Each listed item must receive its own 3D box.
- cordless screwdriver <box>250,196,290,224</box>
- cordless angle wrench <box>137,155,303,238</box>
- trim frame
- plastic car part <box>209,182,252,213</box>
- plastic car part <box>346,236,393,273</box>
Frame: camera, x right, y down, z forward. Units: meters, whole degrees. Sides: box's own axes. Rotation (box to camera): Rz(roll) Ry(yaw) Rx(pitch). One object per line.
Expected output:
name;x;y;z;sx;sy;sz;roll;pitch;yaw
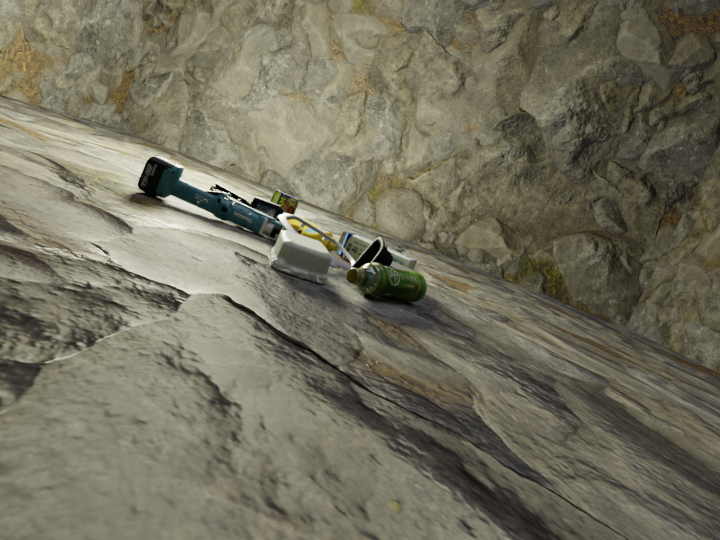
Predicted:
cordless screwdriver;-0.274;-0.175;1.328;0.156;0.074;0.254;20;6;-11
cordless angle wrench;-0.344;-0.161;1.079;0.417;0.098;0.075;24;8;-7
trim frame;-0.103;-0.067;1.052;0.238;0.027;0.192;33;14;-25
plastic car part;-0.388;-0.196;1.228;0.214;0.066;0.064;27;20;32
plastic car part;0.035;-0.011;0.990;0.068;0.116;0.069;43;-3;-30
